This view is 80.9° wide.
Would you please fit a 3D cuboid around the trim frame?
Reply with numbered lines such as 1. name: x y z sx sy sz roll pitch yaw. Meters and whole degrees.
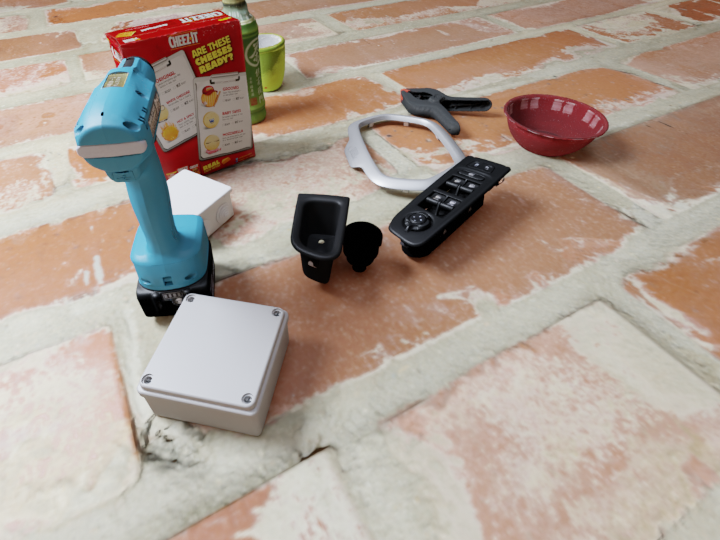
1. trim frame: 0.068 -0.201 0.699 0.182 0.027 0.259 -9 46 -8

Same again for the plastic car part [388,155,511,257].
1. plastic car part: 0.111 -0.081 0.555 0.070 0.065 0.199 34 55 27

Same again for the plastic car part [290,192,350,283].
1. plastic car part: -0.049 -0.032 0.506 0.066 0.069 0.119 3 46 1

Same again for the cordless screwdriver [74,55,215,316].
1. cordless screwdriver: -0.205 -0.077 0.430 0.073 0.241 0.166 -7 46 -11
